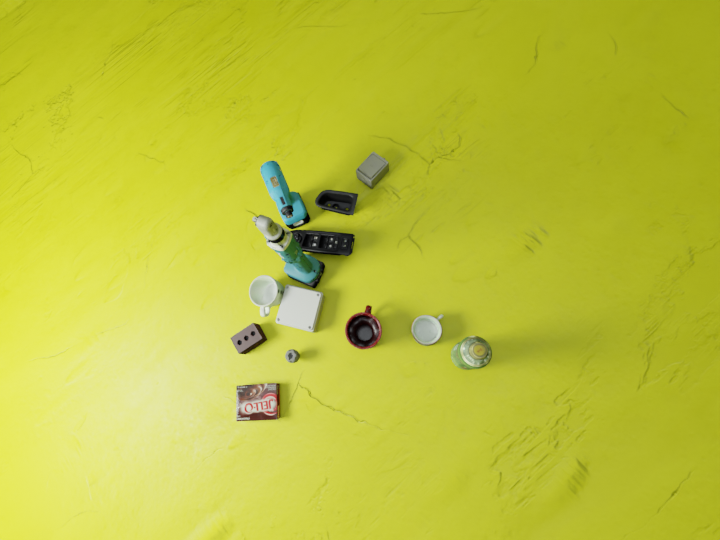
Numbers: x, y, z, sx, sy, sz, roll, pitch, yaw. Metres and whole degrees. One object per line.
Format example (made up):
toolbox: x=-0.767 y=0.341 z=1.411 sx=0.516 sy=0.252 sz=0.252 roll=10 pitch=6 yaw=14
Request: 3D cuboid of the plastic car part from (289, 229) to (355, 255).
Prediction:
plastic car part: x=-0.117 y=-0.077 z=1.200 sx=0.207 sy=0.065 sz=0.067 roll=8 pitch=75 yaw=12

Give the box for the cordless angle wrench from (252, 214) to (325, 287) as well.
cordless angle wrench: x=-0.169 y=-0.045 z=1.017 sx=0.100 sy=0.411 sz=0.074 roll=22 pitch=79 yaw=11

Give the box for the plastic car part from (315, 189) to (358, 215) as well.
plastic car part: x=-0.067 y=-0.191 z=1.224 sx=0.119 sy=0.069 sz=0.066 roll=12 pitch=76 yaw=12

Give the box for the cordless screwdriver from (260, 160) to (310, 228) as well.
cordless screwdriver: x=-0.196 y=-0.177 z=1.152 sx=0.074 sy=0.241 sz=0.164 roll=-24 pitch=73 yaw=-1
